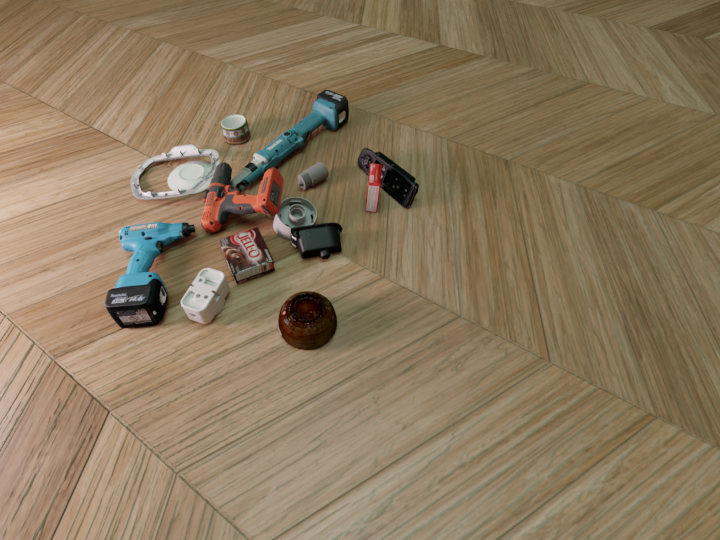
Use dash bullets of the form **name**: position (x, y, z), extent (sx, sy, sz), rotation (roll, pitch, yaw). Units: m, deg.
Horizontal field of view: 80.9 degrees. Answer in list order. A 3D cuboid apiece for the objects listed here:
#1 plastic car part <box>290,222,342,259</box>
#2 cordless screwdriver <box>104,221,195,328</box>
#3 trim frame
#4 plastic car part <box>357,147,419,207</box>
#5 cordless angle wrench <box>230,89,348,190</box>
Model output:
- **plastic car part**: position (-0.089, -0.058, 0.909), extent (0.115, 0.065, 0.073), rotation (-7, 67, -8)
- **cordless screwdriver**: position (-0.426, -0.008, 0.873), extent (0.158, 0.072, 0.260), rotation (-10, 48, -7)
- **trim frame**: position (-0.473, -0.252, 1.070), extent (0.254, 0.026, 0.189), rotation (-4, 53, 14)
- **plastic car part**: position (0.073, -0.240, 1.039), extent (0.065, 0.065, 0.213), rotation (-27, 55, -31)
- **cordless angle wrench**: position (-0.190, -0.343, 1.130), extent (0.102, 0.072, 0.419), rotation (30, 61, 22)
